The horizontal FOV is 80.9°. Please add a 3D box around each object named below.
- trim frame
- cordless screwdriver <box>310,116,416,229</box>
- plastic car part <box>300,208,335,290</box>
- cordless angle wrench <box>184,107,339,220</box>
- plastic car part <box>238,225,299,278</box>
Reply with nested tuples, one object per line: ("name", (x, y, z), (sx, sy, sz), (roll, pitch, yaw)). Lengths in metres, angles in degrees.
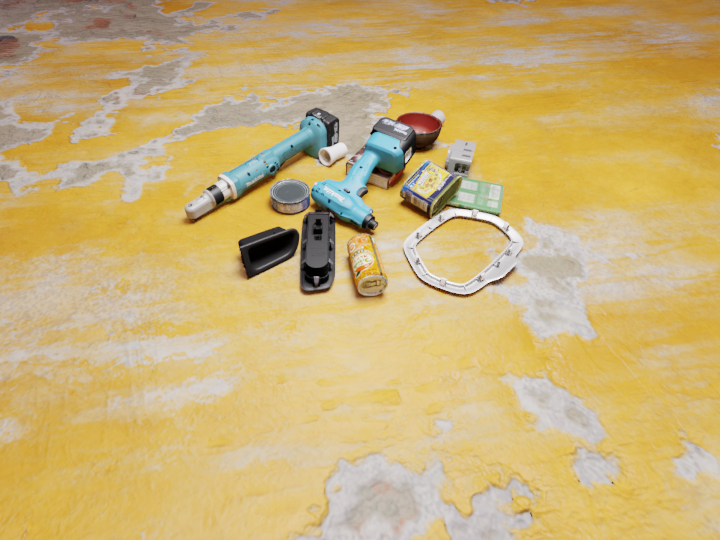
("trim frame", (0.196, -0.046, 0.795), (0.243, 0.027, 0.194), (-34, 55, -31))
("cordless screwdriver", (0.031, -0.199, 0.882), (0.167, 0.071, 0.247), (34, 72, 25))
("plastic car part", (-0.076, -0.050, 0.780), (0.066, 0.065, 0.209), (5, 47, -8))
("cordless angle wrench", (-0.213, -0.237, 0.946), (0.078, 0.095, 0.417), (34, 58, 23))
("plastic car part", (-0.177, -0.047, 0.781), (0.114, 0.064, 0.075), (-28, 38, -30))
